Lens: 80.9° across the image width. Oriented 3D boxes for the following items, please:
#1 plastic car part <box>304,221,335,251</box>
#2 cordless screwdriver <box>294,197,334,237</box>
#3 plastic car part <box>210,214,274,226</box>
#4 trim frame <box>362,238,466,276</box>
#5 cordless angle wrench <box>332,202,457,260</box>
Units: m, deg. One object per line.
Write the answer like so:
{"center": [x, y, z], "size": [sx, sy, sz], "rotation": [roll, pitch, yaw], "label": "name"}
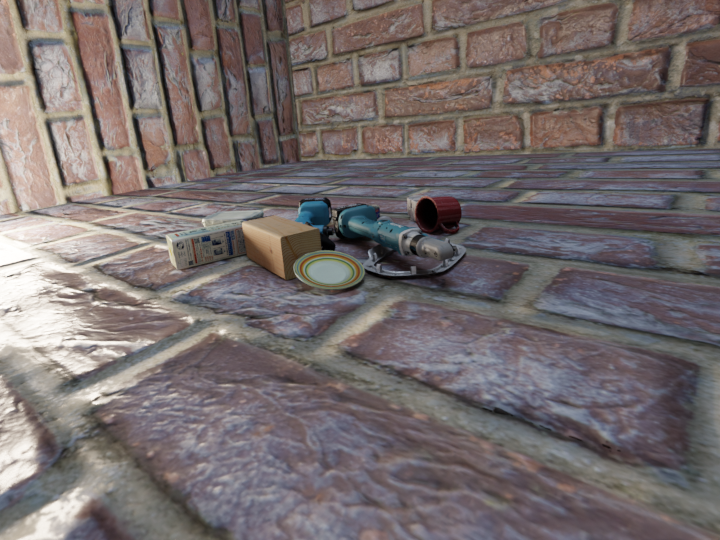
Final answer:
{"center": [-0.094, -0.061, 0.961], "size": [0.068, 0.066, 0.122], "rotation": [19, 8, -27], "label": "plastic car part"}
{"center": [-0.128, -0.138, 1.172], "size": [0.163, 0.072, 0.249], "rotation": [-1, 23, 13], "label": "cordless screwdriver"}
{"center": [-0.325, -0.102, 1.138], "size": [0.198, 0.066, 0.069], "rotation": [-12, 9, -18], "label": "plastic car part"}
{"center": [0.110, -0.033, 0.871], "size": [0.193, 0.027, 0.242], "rotation": [6, 24, 32], "label": "trim frame"}
{"center": [0.054, -0.080, 0.891], "size": [0.096, 0.073, 0.442], "rotation": [-15, 19, -20], "label": "cordless angle wrench"}
